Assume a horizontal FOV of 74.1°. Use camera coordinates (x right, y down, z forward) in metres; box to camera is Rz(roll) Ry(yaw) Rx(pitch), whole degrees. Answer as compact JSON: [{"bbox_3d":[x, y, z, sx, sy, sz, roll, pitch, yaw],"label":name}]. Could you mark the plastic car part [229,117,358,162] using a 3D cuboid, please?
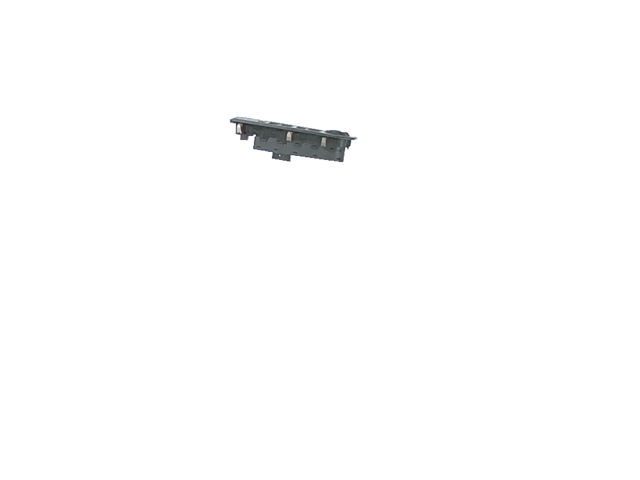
[{"bbox_3d":[-0.041,-0.160,0.683,0.203,0.067,0.066,6,11,4],"label":"plastic car part"}]
